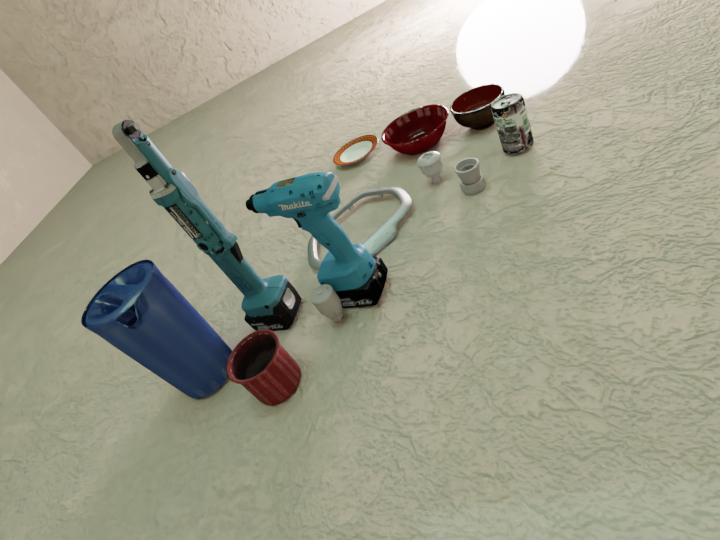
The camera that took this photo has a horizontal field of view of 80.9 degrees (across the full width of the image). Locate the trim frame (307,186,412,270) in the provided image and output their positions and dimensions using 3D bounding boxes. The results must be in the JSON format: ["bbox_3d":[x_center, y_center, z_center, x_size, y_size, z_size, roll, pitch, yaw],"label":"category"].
[{"bbox_3d":[-0.007,-0.087,0.856,0.247,0.026,0.195,-42,38,-11],"label":"trim frame"}]

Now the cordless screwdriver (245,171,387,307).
[{"bbox_3d":[-0.066,-0.043,0.677,0.166,0.237,0.075,-5,43,33],"label":"cordless screwdriver"}]

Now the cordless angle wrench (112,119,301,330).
[{"bbox_3d":[-0.238,-0.055,0.680,0.101,0.402,0.075,-10,40,28],"label":"cordless angle wrench"}]
